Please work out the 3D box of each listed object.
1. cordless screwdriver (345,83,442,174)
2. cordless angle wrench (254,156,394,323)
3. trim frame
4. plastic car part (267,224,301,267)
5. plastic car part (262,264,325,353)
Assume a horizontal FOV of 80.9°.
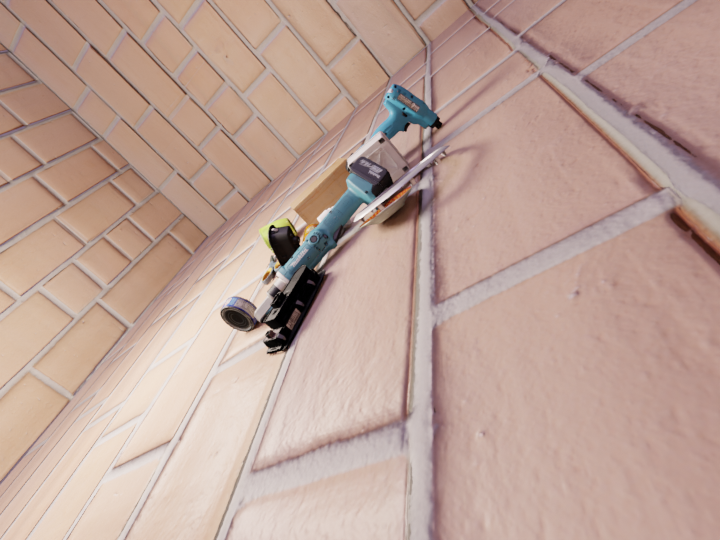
[{"bbox_3d":[0.081,-0.324,1.076,0.249,0.156,0.076,-55,11,15],"label":"cordless screwdriver"},{"bbox_3d":[-0.091,-0.059,0.926,0.422,0.103,0.071,-51,-26,-5],"label":"cordless angle wrench"},{"bbox_3d":[0.083,-0.170,0.837,0.246,0.027,0.188,-44,10,-24],"label":"trim frame"},{"bbox_3d":[-0.187,-0.067,1.097,0.073,0.112,0.067,-8,32,21],"label":"plastic car part"},{"bbox_3d":[-0.133,0.062,0.817,0.068,0.066,0.203,-34,19,46],"label":"plastic car part"}]
